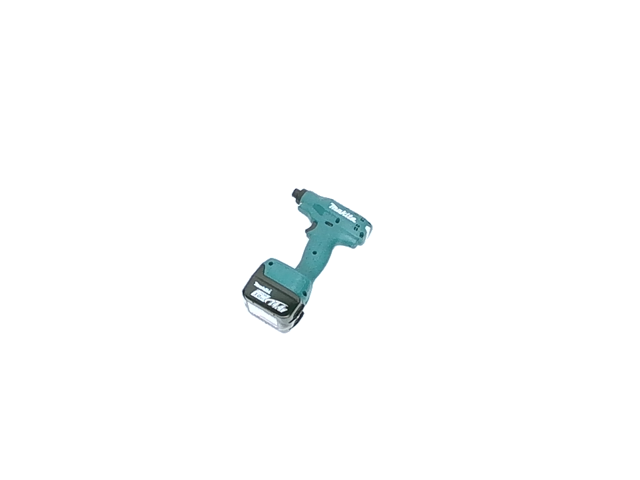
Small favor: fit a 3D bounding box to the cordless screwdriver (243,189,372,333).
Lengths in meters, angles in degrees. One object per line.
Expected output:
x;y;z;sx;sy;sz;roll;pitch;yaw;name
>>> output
-0.039;0.021;0.720;0.159;0.247;0.074;32;-27;15;cordless screwdriver
